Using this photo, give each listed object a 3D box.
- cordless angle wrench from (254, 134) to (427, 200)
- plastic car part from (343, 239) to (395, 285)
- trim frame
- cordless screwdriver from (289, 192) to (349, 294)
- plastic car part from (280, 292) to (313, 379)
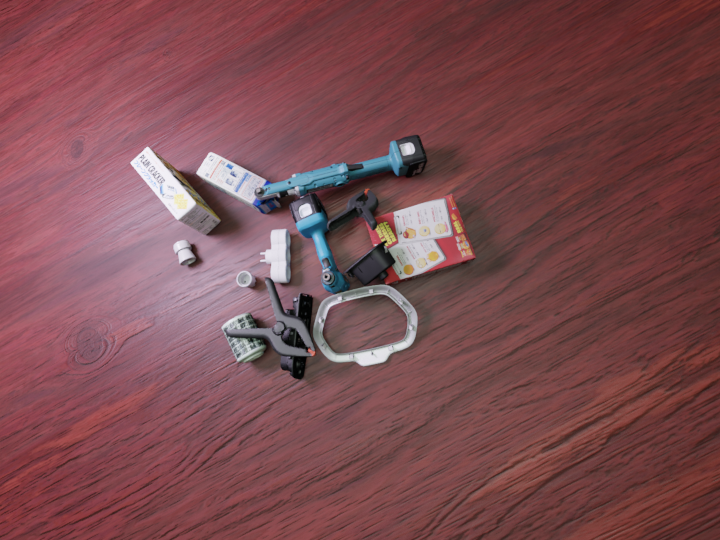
[{"bbox_3d":[-0.055,-0.236,1.043,0.423,0.096,0.076,-14,79,-1],"label":"cordless angle wrench"},{"bbox_3d":[0.030,-0.007,0.964,0.118,0.064,0.072,-37,82,30],"label":"plastic car part"},{"bbox_3d":[0.009,0.132,0.990,0.251,0.027,0.182,-13,98,6],"label":"trim frame"},{"bbox_3d":[-0.099,-0.064,1.008,0.075,0.154,0.255,-23,75,5],"label":"cordless screwdriver"},{"bbox_3d":[-0.159,0.158,1.020,0.069,0.064,0.205,-3,78,17],"label":"plastic car part"}]
